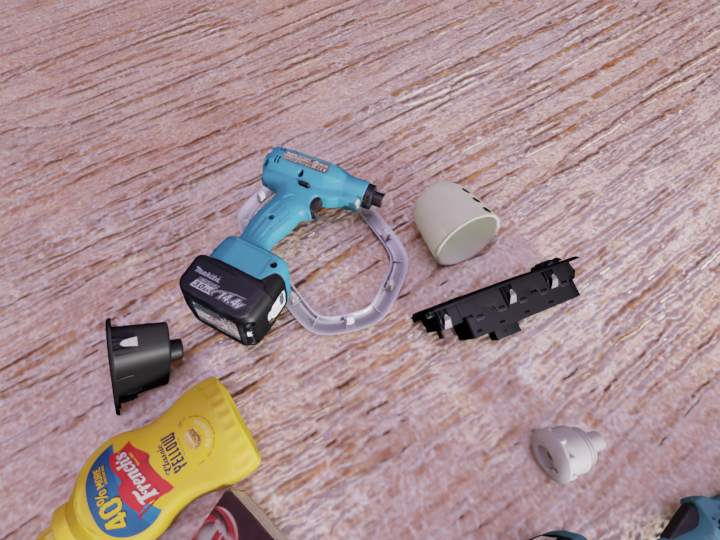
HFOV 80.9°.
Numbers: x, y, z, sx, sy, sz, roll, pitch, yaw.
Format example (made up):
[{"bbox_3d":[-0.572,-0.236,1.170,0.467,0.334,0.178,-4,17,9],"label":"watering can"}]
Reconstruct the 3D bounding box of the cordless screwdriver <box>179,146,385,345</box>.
[{"bbox_3d":[-0.080,-0.036,0.486,0.163,0.072,0.250,19,58,10],"label":"cordless screwdriver"}]

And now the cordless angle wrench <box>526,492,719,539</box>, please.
[{"bbox_3d":[0.319,0.224,0.358,0.417,0.072,0.102,-16,62,-11],"label":"cordless angle wrench"}]

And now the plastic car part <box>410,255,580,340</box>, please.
[{"bbox_3d":[0.164,0.035,0.472,0.200,0.065,0.069,-23,74,-12],"label":"plastic car part"}]

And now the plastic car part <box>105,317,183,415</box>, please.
[{"bbox_3d":[-0.216,0.089,0.425,0.068,0.117,0.068,-6,59,-33],"label":"plastic car part"}]

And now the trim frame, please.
[{"bbox_3d":[-0.052,-0.034,0.535,0.182,0.027,0.259,-30,66,-15],"label":"trim frame"}]
